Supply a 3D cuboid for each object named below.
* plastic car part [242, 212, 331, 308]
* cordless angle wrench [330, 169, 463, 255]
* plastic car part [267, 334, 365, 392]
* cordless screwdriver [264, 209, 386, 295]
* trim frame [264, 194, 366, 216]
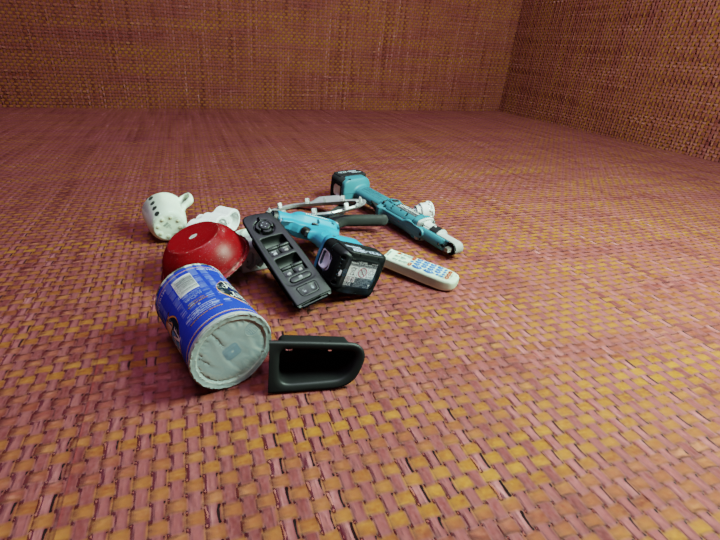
[{"bbox_3d":[-0.130,-0.017,0.710,0.065,0.066,0.211,-27,65,-22],"label":"plastic car part"},{"bbox_3d":[0.076,-0.140,0.998,0.094,0.073,0.448,-14,34,-31],"label":"cordless angle wrench"},{"bbox_3d":[-0.061,0.107,0.534,0.114,0.065,0.073,0,13,-15],"label":"plastic car part"},{"bbox_3d":[-0.075,-0.049,0.765,0.152,0.074,0.262,11,18,-31],"label":"cordless screwdriver"},{"bbox_3d":[-0.109,-0.149,0.980,0.258,0.027,0.181,-2,18,24],"label":"trim frame"}]
